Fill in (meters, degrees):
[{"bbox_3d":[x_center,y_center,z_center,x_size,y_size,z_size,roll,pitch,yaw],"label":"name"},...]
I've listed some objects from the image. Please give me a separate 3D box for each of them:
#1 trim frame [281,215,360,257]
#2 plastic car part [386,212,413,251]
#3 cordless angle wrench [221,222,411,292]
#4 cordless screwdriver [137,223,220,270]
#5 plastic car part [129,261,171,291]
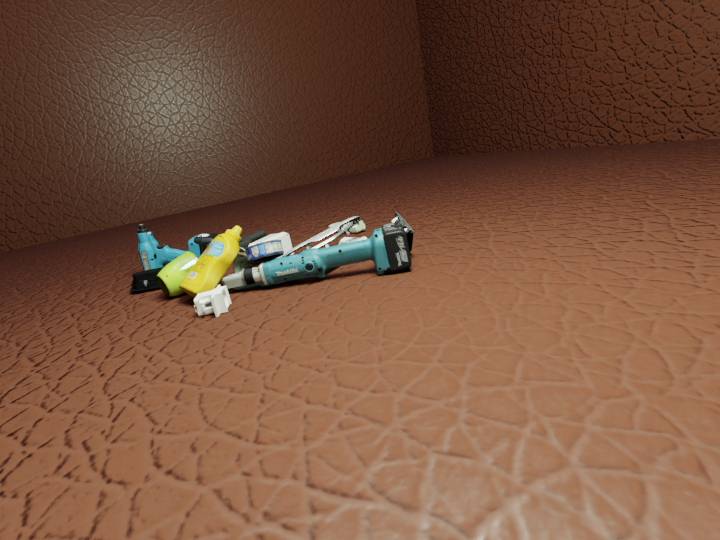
[{"bbox_3d":[-0.102,-0.067,1.048,0.244,0.028,0.185,-28,-4,-18],"label":"trim frame"},{"bbox_3d":[0.077,-0.067,0.984,0.070,0.112,0.069,-27,61,-13],"label":"plastic car part"},{"bbox_3d":[-0.107,-0.015,0.930,0.429,0.095,0.075,-11,18,9],"label":"cordless angle wrench"},{"bbox_3d":[-0.526,-0.069,1.227,0.252,0.156,0.075,-6,15,9],"label":"cordless screwdriver"},{"bbox_3d":[-0.520,0.015,1.128,0.202,0.065,0.068,-15,23,-4],"label":"plastic car part"}]
